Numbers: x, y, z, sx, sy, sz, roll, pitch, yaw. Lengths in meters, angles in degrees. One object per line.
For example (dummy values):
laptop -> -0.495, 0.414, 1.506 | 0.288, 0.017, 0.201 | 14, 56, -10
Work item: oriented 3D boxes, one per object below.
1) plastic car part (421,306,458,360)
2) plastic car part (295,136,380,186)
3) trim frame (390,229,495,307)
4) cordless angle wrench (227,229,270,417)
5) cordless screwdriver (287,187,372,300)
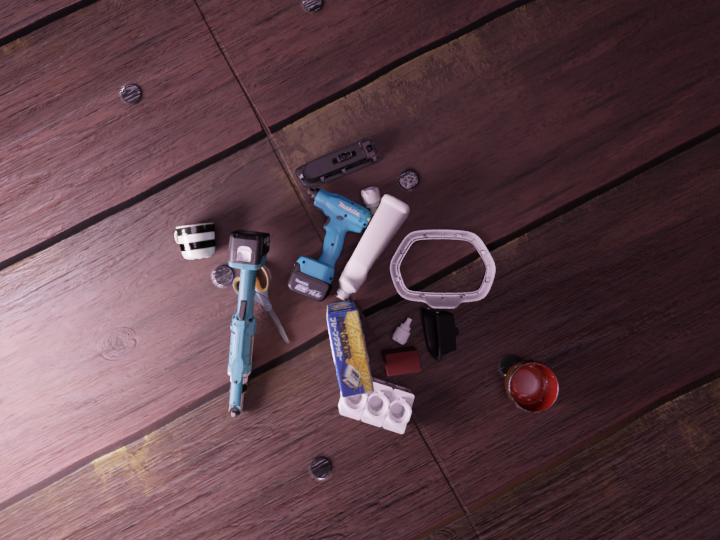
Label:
plastic car part -> 0.189, 0.139, 0.969 | 0.069, 0.068, 0.115 | -15, 102, -17
plastic car part -> -0.054, -0.253, 0.994 | 0.203, 0.067, 0.066 | -22, 97, 1
trim frame -> 0.194, -0.004, 0.994 | 0.248, 0.027, 0.184 | 1, 88, -2
cordless angle wrench -> -0.263, 0.124, 0.950 | 0.075, 0.098, 0.420 | 6, 96, 0
cordless screwdriver -> -0.095, -0.062, 0.976 | 0.160, 0.074, 0.249 | 27, 83, 1
